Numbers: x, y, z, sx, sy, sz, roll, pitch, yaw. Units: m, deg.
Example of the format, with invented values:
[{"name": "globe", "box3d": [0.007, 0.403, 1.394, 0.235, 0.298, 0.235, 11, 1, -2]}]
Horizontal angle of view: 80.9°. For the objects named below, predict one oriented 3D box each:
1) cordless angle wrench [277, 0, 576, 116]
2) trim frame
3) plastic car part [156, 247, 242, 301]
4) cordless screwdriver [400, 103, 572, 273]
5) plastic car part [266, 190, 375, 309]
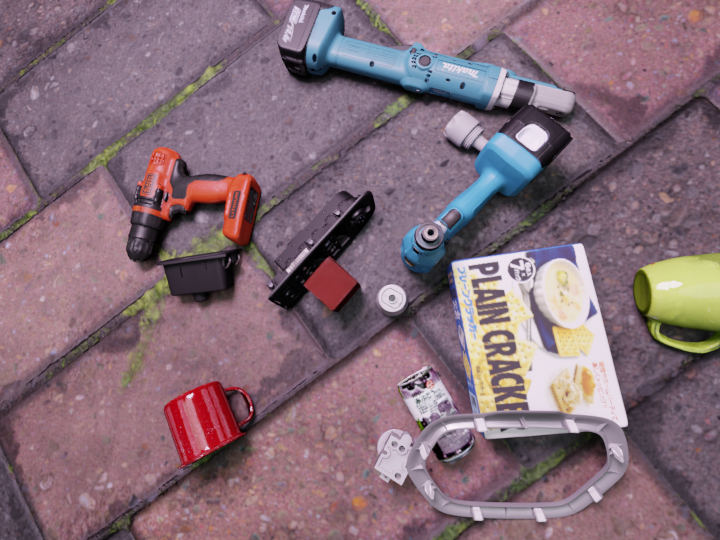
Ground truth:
[{"name": "cordless angle wrench", "box3d": [0.090, -0.292, 0.615, 0.431, 0.073, 0.098, 19, 85, 10]}, {"name": "trim frame", "box3d": [0.178, 0.226, 0.486, 0.250, 0.028, 0.180, 1, 113, 5]}, {"name": "plastic car part", "box3d": [-0.235, 0.009, 0.626, 0.118, 0.065, 0.070, -11, 95, 10]}, {"name": "cordless screwdriver", "box3d": [0.148, -0.099, 0.526, 0.248, 0.156, 0.076, -45, 81, -2]}, {"name": "plastic car part", "box3d": [-0.059, -0.039, 0.604, 0.203, 0.063, 0.071, -44, 54, 1]}]
